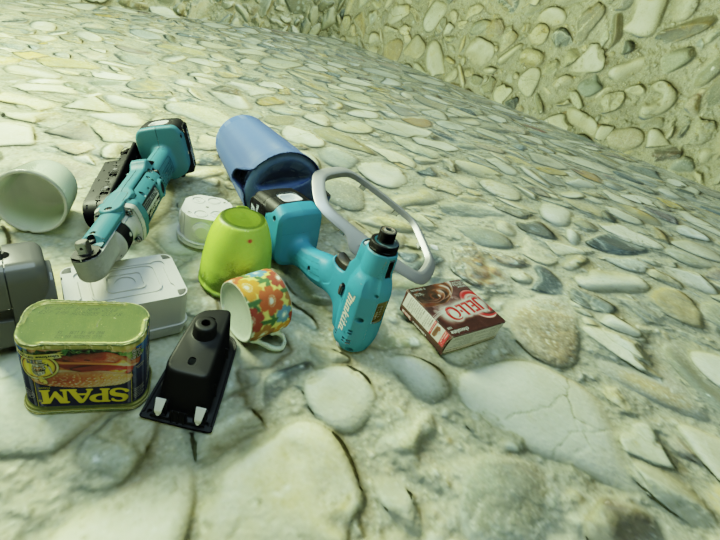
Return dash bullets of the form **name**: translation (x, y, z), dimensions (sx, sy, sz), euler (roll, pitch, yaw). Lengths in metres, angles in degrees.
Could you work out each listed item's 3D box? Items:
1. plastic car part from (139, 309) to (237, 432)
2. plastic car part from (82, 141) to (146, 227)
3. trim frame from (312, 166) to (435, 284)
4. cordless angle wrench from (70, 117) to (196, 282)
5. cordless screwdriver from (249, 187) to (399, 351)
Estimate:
- **plastic car part**: translation (-0.154, 0.081, 0.406), dimensions (0.065, 0.070, 0.119), euler (14, 36, -7)
- **plastic car part**: translation (-0.365, -0.122, 0.628), dimensions (0.065, 0.064, 0.213), euler (-7, 39, -16)
- **trim frame**: translation (0.023, -0.074, 0.662), dimensions (0.242, 0.028, 0.187), euler (36, 35, -15)
- **cordless angle wrench**: translation (-0.292, -0.110, 0.567), dimensions (0.074, 0.095, 0.440), euler (-9, 33, -8)
- **cordless screwdriver**: translation (-0.052, -0.034, 0.536), dimensions (0.071, 0.156, 0.263), euler (-12, 40, -38)
